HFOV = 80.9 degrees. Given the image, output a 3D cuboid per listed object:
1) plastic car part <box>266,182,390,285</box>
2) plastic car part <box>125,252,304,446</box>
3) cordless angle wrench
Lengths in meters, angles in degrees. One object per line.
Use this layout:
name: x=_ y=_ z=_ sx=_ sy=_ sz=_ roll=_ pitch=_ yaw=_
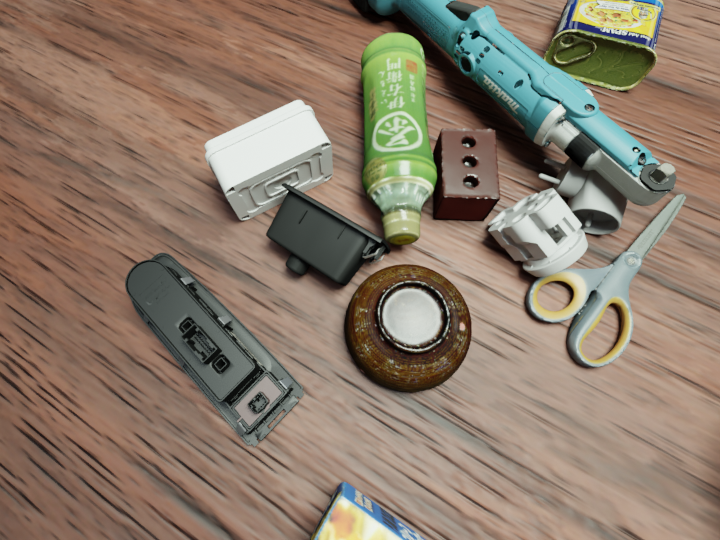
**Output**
plastic car part: x=-0.039 y=-0.026 z=0.404 sx=0.120 sy=0.064 sz=0.071 roll=29 pitch=88 yaw=17
plastic car part: x=-0.146 y=0.058 z=0.377 sx=0.211 sy=0.065 sz=0.066 roll=41 pitch=83 yaw=20
cordless angle wrench: x=0.127 y=-0.223 z=0.429 sx=0.074 sy=0.095 sz=0.440 roll=-31 pitch=67 yaw=-9
